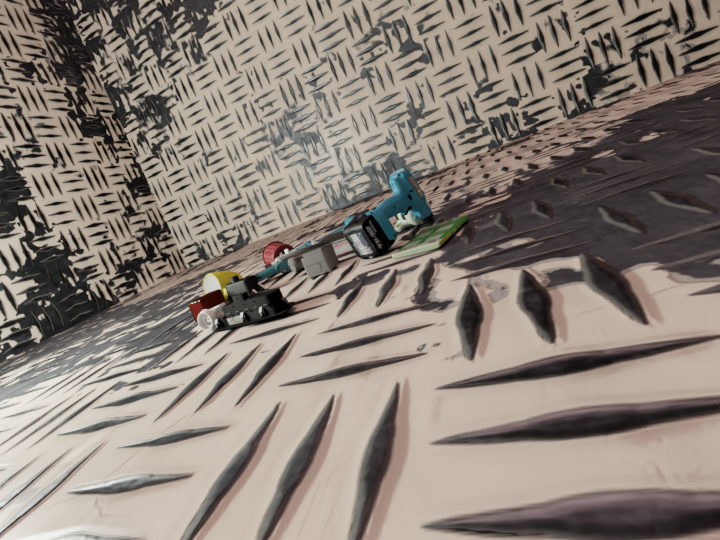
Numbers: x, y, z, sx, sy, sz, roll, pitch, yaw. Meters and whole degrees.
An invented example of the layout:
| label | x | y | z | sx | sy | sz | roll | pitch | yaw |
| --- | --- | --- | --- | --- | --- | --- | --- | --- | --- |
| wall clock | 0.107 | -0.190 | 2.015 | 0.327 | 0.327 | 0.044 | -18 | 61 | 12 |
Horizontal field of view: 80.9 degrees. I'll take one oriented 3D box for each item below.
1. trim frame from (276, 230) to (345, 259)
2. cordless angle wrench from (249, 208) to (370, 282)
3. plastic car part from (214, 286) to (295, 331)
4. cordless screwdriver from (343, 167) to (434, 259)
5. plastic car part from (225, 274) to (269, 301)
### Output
| label | x | y | z | sx | sy | sz | roll | pitch | yaw |
| --- | --- | --- | --- | --- | --- | --- | --- | --- | --- |
| trim frame | -0.109 | -0.071 | 1.110 | 0.241 | 0.027 | 0.190 | -19 | 3 | -30 |
| cordless angle wrench | -0.146 | -0.063 | 1.275 | 0.416 | 0.073 | 0.101 | -29 | 11 | -17 |
| plastic car part | -0.214 | 0.072 | 0.838 | 0.211 | 0.066 | 0.064 | -11 | 7 | 35 |
| cordless screwdriver | 0.080 | -0.118 | 1.001 | 0.077 | 0.155 | 0.246 | -17 | 27 | 54 |
| plastic car part | -0.307 | 0.046 | 1.086 | 0.120 | 0.070 | 0.065 | -13 | 11 | 28 |
